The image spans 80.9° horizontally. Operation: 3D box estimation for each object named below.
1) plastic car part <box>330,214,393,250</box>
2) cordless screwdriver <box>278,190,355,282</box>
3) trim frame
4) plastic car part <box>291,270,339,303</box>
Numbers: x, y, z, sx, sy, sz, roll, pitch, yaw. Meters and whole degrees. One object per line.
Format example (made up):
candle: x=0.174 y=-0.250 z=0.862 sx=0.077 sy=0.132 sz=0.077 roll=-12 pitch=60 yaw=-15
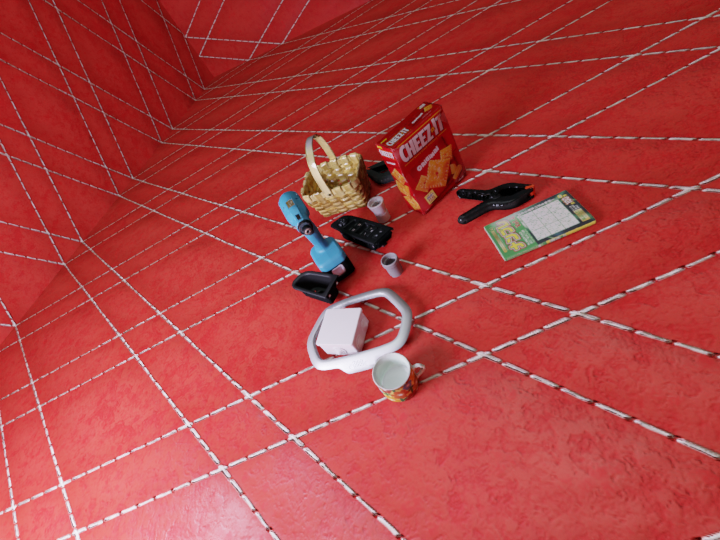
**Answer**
plastic car part: x=0.004 y=-0.095 z=1.072 sx=0.066 sy=0.063 sz=0.215 roll=-47 pitch=41 yaw=-14
cordless screwdriver: x=-0.096 y=-0.063 z=0.978 sx=0.074 sy=0.236 sz=0.167 roll=-35 pitch=39 yaw=0
trim frame: x=-0.006 y=0.127 z=0.898 sx=0.254 sy=0.026 sz=0.190 roll=-20 pitch=43 yaw=19
plastic car part: x=-0.099 y=0.046 z=1.008 sx=0.123 sy=0.067 sz=0.066 roll=8 pitch=56 yaw=40
